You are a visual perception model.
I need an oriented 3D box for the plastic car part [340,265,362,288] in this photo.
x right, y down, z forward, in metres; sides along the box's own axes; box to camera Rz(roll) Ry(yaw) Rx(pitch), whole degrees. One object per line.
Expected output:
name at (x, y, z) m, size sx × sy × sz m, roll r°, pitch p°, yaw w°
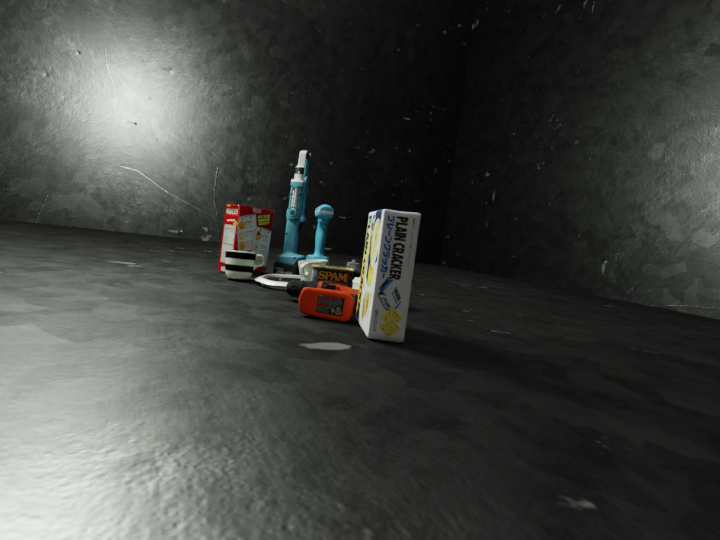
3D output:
plastic car part at (-0.029, 0.028, 1.218) m, size 0.065 × 0.071 × 0.118 m, roll 7°, pitch 4°, yaw -10°

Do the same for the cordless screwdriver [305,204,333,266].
cordless screwdriver at (-0.134, -0.087, 1.367) m, size 0.073 × 0.248 × 0.162 m, roll 7°, pitch 3°, yaw -11°

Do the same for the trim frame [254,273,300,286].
trim frame at (-0.171, 0.035, 1.177) m, size 0.240 × 0.027 × 0.191 m, roll 5°, pitch 5°, yaw -22°

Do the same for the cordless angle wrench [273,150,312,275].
cordless angle wrench at (-0.215, -0.189, 1.410) m, size 0.101 × 0.422 × 0.072 m, roll 8°, pitch 2°, yaw 17°
